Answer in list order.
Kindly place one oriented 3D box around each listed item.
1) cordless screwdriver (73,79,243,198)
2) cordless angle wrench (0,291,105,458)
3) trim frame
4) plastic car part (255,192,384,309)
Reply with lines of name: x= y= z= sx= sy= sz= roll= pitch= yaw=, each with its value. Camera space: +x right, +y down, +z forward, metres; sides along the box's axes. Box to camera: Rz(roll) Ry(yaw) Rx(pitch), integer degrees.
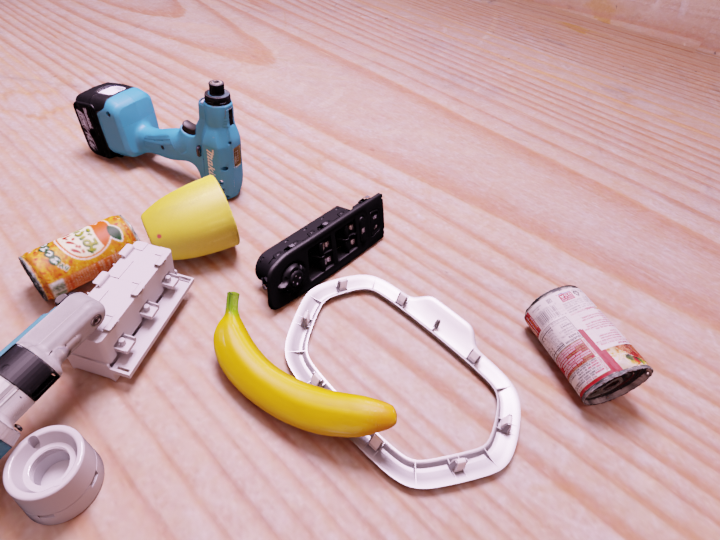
cordless screwdriver: x=-0.274 y=-0.204 z=0.580 sx=0.256 sy=0.155 sz=0.074 roll=22 pitch=45 yaw=14
cordless angle wrench: x=-0.302 y=0.171 z=0.222 sx=0.100 sy=0.072 sz=0.423 roll=21 pitch=52 yaw=12
trim frame: x=0.038 y=0.090 z=0.421 sx=0.179 sy=0.027 sz=0.261 roll=-31 pitch=55 yaw=-34
plastic car part: x=-0.050 y=-0.032 z=0.507 sx=0.070 sy=0.064 sz=0.199 roll=24 pitch=46 yaw=27
